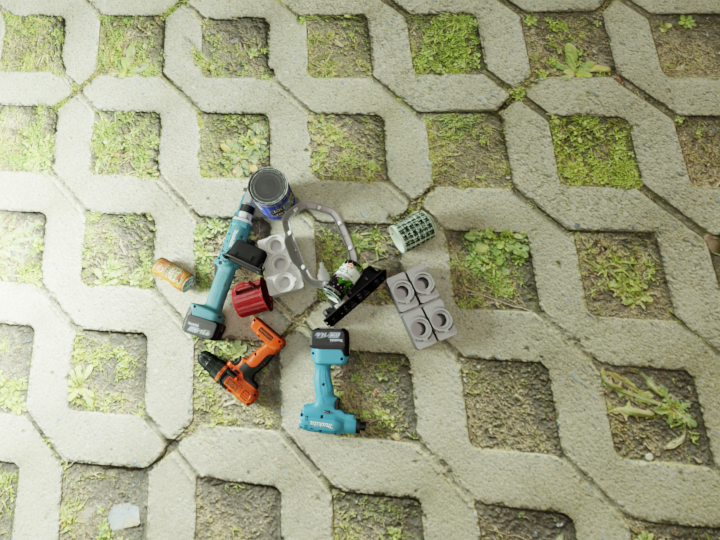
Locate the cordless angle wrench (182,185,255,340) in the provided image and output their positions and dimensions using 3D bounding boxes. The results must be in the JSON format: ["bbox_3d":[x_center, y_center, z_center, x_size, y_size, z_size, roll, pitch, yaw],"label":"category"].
[{"bbox_3d":[-0.349,-0.031,1.120,0.099,0.073,0.426,14,76,5],"label":"cordless angle wrench"}]

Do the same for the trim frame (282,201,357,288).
[{"bbox_3d":[-0.107,-0.070,1.099,0.179,0.028,0.253,-17,78,-23],"label":"trim frame"}]

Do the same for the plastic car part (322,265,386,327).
[{"bbox_3d":[-0.019,0.058,1.079,0.202,0.063,0.071,-37,54,-3],"label":"plastic car part"}]

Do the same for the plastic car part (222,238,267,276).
[{"bbox_3d":[-0.282,-0.042,1.061,0.118,0.065,0.071,27,73,7],"label":"plastic car part"}]

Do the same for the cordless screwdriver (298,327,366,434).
[{"bbox_3d":[-0.059,0.266,1.022,0.161,0.073,0.250,5,84,4],"label":"cordless screwdriver"}]
